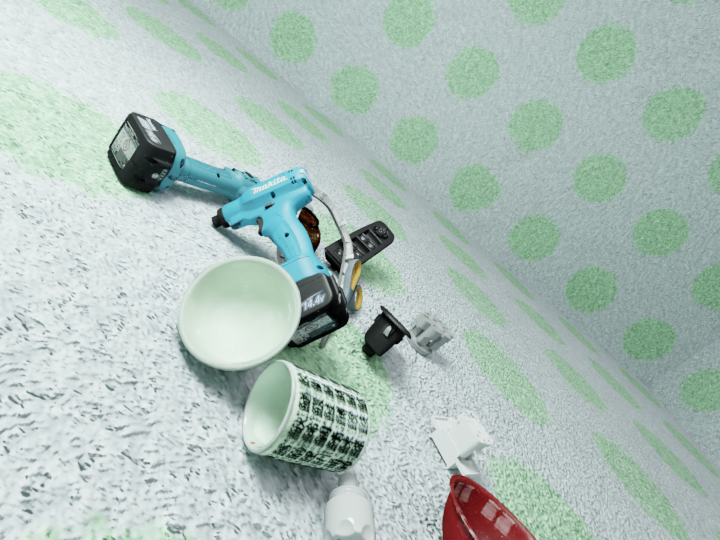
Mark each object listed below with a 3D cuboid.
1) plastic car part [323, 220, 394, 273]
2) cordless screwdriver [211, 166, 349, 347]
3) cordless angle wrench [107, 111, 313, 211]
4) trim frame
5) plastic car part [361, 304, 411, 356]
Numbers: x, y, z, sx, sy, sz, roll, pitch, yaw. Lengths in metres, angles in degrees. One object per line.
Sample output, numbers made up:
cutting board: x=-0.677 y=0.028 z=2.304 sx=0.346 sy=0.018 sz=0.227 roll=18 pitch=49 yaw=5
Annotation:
plastic car part: x=0.001 y=-0.041 z=0.854 sx=0.068 sy=0.066 sz=0.198 roll=39 pitch=45 yaw=15
cordless screwdriver: x=-0.117 y=-0.021 z=0.569 sx=0.071 sy=0.160 sz=0.259 roll=57 pitch=11 yaw=-56
cordless angle wrench: x=-0.210 y=-0.147 z=0.733 sx=0.102 sy=0.075 sz=0.402 roll=51 pitch=20 yaw=25
trim frame: x=-0.069 y=-0.045 z=0.705 sx=0.176 sy=0.028 sz=0.253 roll=47 pitch=36 yaw=-29
plastic car part: x=0.033 y=0.099 z=0.641 sx=0.067 sy=0.071 sz=0.114 roll=44 pitch=4 yaw=6
